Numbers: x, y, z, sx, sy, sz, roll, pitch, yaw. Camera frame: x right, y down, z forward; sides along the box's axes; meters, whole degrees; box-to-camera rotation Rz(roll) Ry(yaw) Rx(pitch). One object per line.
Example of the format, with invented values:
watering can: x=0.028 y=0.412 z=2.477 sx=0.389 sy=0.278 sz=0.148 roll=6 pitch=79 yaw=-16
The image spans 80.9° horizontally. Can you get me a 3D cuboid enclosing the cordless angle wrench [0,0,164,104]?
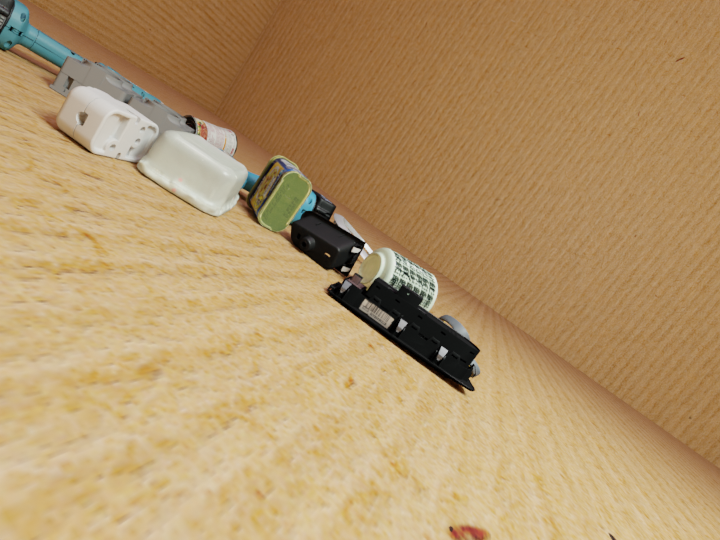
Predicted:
cordless angle wrench: x=-0.463 y=-0.341 z=0.762 sx=0.103 sy=0.074 sz=0.401 roll=40 pitch=8 yaw=30

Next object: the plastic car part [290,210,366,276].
plastic car part: x=-0.063 y=-0.041 z=0.648 sx=0.120 sy=0.066 sz=0.069 roll=33 pitch=22 yaw=14

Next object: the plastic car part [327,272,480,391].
plastic car part: x=0.060 y=0.063 z=0.515 sx=0.208 sy=0.067 sz=0.065 roll=39 pitch=2 yaw=11

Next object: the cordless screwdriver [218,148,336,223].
cordless screwdriver: x=-0.176 y=-0.154 z=0.788 sx=0.236 sy=0.074 sz=0.168 roll=23 pitch=13 yaw=-36

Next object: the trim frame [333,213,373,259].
trim frame: x=0.007 y=-0.031 z=0.786 sx=0.181 sy=0.027 sz=0.252 roll=49 pitch=4 yaw=-10
